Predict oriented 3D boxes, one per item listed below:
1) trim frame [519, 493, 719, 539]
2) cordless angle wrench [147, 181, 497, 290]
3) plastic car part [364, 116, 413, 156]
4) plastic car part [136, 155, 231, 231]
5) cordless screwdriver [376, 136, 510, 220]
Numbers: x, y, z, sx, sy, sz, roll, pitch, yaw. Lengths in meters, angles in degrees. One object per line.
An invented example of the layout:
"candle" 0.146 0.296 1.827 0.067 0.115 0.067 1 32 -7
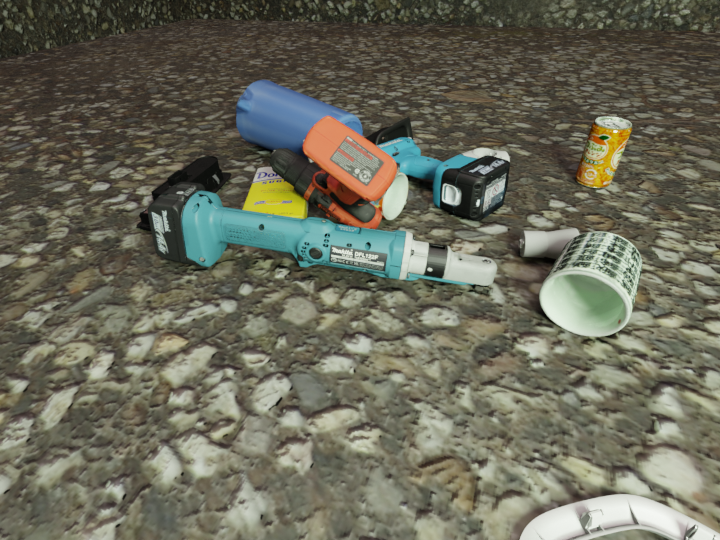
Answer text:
"trim frame" 0.175 0.236 0.208 0.189 0.027 0.249 10 37 13
"cordless angle wrench" -0.052 -0.034 0.528 0.431 0.095 0.075 9 34 10
"plastic car part" 0.044 -0.257 0.846 0.114 0.064 0.075 -33 32 -31
"plastic car part" -0.287 -0.137 0.699 0.068 0.065 0.203 3 34 17
"cordless screwdriver" 0.099 -0.157 0.695 0.155 0.072 0.263 -26 40 -29
